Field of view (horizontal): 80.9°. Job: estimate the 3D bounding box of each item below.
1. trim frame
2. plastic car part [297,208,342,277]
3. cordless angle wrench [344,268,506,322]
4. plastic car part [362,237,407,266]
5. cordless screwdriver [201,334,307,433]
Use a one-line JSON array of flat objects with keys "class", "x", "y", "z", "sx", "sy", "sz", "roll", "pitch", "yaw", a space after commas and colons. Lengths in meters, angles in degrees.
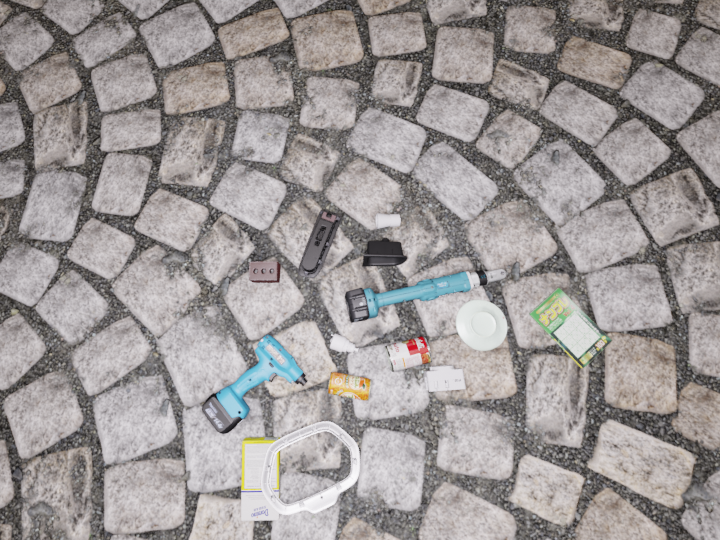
[{"class": "trim frame", "x": -0.118, "y": 0.476, "z": 1.017, "sx": 0.244, "sy": 0.028, "sz": 0.186, "roll": -18, "pitch": 81, "yaw": -15}, {"class": "plastic car part", "x": -0.113, "y": -0.074, "z": 1.158, "sx": 0.066, "sy": 0.067, "sz": 0.203, "roll": 21, "pitch": 81, "yaw": -2}, {"class": "cordless angle wrench", "x": 0.173, "y": 0.051, "z": 1.095, "sx": 0.421, "sy": 0.096, "sz": 0.076, "roll": -12, "pitch": 75, "yaw": -3}, {"class": "plastic car part", "x": 0.062, "y": -0.053, "z": 1.145, "sx": 0.116, "sy": 0.064, "sz": 0.073, "roll": -3, "pitch": 64, "yaw": -2}, {"class": "cordless screwdriver", "x": -0.265, "y": 0.305, "z": 1.070, "sx": 0.163, "sy": 0.073, "sz": 0.247, "roll": 42, "pitch": 78, "yaw": 11}]
